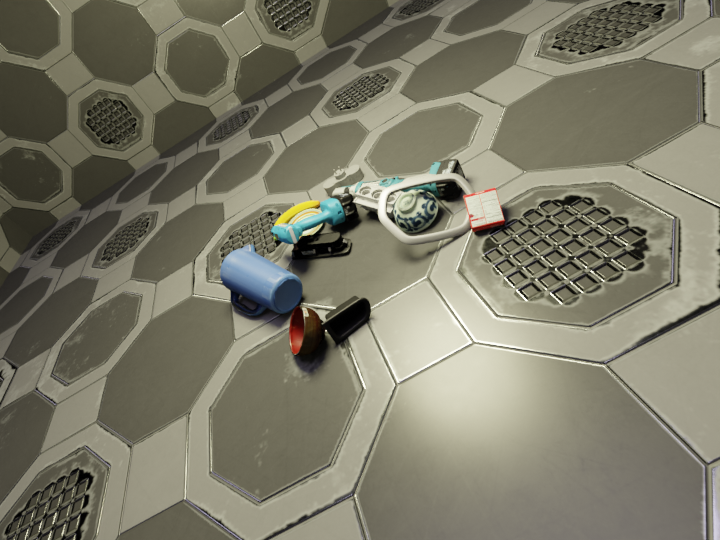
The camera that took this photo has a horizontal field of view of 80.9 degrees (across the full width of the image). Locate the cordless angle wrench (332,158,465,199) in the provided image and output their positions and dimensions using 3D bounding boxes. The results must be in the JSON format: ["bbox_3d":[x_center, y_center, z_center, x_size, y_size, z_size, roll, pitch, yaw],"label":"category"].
[{"bbox_3d":[0.085,-0.245,1.242,0.444,0.070,0.098,1,50,39],"label":"cordless angle wrench"}]

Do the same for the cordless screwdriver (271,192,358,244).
[{"bbox_3d":[-0.140,-0.150,1.241,0.244,0.072,0.166,-28,21,-21],"label":"cordless screwdriver"}]

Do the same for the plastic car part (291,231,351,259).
[{"bbox_3d":[-0.119,-0.078,1.222,0.212,0.064,0.066,0,41,32],"label":"plastic car part"}]

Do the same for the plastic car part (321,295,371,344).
[{"bbox_3d":[-0.035,0.102,0.980,0.116,0.063,0.074,-37,24,-9],"label":"plastic car part"}]

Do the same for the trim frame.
[{"bbox_3d":[0.166,-0.157,1.038,0.249,0.027,0.189,-14,72,0],"label":"trim frame"}]
